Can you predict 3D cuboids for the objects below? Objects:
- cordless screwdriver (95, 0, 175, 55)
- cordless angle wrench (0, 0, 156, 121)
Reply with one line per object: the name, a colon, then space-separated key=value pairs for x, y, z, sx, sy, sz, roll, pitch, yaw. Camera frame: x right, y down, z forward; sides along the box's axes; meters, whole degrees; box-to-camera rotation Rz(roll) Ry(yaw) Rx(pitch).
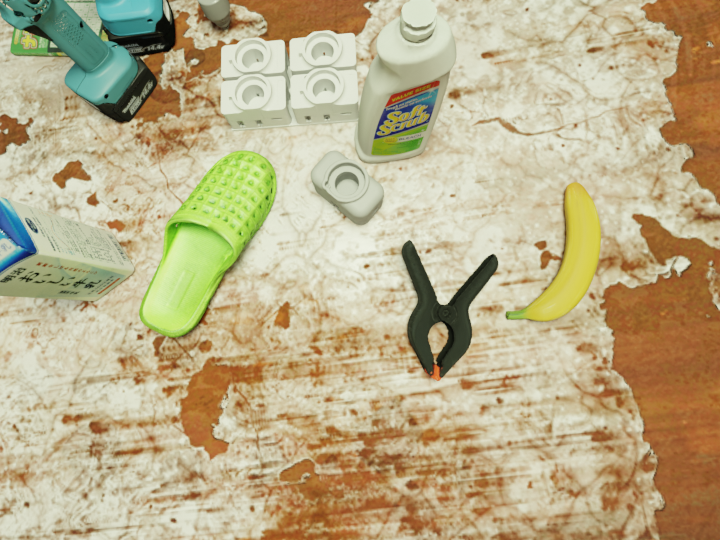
cordless screwdriver: x=-0.310 y=-0.389 z=0.544 sx=0.160 sy=0.245 sz=0.075 roll=-8 pitch=83 yaw=1
cordless angle wrench: x=-0.363 y=-0.298 z=0.447 sx=0.075 sy=0.416 sz=0.098 roll=33 pitch=85 yaw=4
